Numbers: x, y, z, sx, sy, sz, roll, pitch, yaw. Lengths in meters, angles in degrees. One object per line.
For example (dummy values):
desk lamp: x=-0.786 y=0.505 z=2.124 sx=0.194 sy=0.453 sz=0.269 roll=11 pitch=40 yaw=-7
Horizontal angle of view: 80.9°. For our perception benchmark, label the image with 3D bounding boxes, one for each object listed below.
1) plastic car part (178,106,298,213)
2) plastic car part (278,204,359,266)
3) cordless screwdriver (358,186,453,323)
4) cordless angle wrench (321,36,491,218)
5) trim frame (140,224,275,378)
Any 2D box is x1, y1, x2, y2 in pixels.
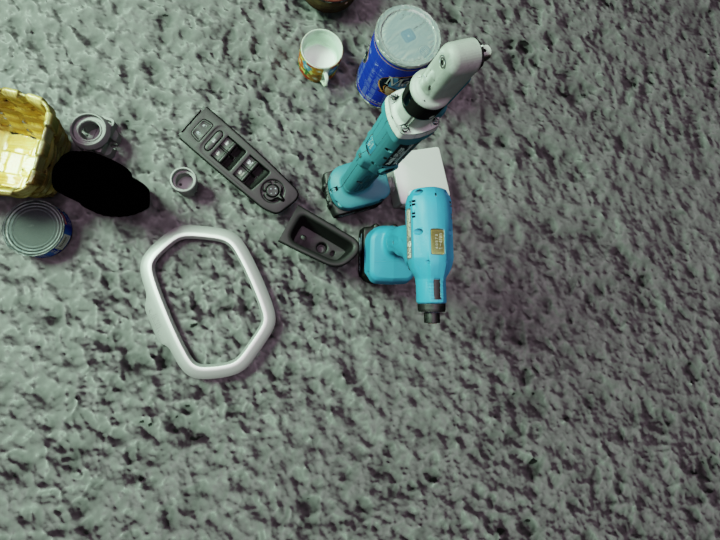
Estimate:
plastic car part: x=-0.191 y=-0.164 z=0.678 sx=0.202 sy=0.067 sz=0.066 roll=40 pitch=78 yaw=-1
plastic car part: x=-0.066 y=-0.043 z=0.676 sx=0.116 sy=0.071 sz=0.066 roll=29 pitch=79 yaw=-5
cordless screwdriver: x=0.059 y=-0.010 z=0.597 sx=0.073 sy=0.251 sz=0.160 roll=1 pitch=84 yaw=-13
cordless angle wrench: x=0.029 y=-0.149 z=0.524 sx=0.096 sy=0.427 sz=0.075 roll=-16 pitch=89 yaw=-14
trim frame: x=-0.241 y=0.045 z=0.660 sx=0.182 sy=0.028 sz=0.250 roll=-25 pitch=86 yaw=-11
